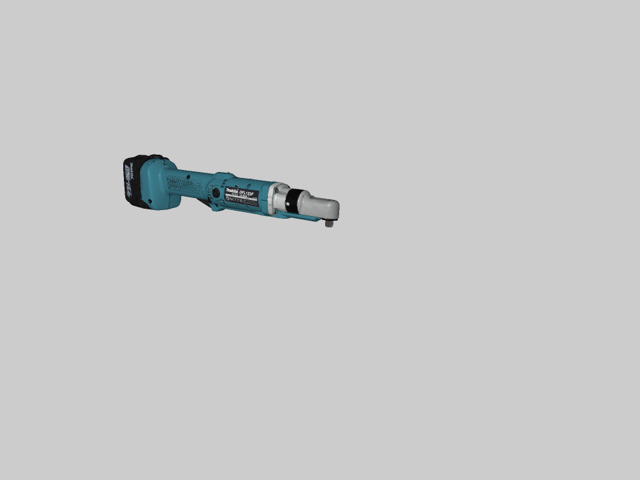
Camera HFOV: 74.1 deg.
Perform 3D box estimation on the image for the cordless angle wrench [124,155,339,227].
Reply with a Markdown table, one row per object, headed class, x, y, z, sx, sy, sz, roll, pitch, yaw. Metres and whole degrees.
| class | x | y | z | sx | sy | sz | roll | pitch | yaw |
| --- | --- | --- | --- | --- | --- | --- | --- | --- | --- |
| cordless angle wrench | -0.159 | -0.080 | 0.714 | 0.423 | 0.098 | 0.074 | 11 | 17 | 27 |
